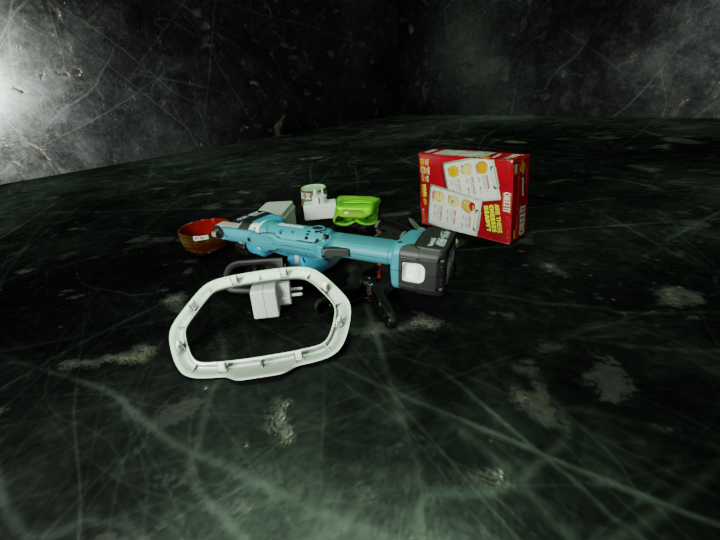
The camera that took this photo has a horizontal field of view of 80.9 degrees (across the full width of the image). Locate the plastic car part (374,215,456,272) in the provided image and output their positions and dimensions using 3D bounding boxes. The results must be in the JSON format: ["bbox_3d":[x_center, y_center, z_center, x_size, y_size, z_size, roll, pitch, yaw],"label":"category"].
[{"bbox_3d":[0.084,-0.041,0.768,0.066,0.064,0.214,-29,32,-25],"label":"plastic car part"}]

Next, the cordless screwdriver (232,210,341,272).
[{"bbox_3d":[-0.137,-0.062,0.858,0.263,0.072,0.154,21,35,39],"label":"cordless screwdriver"}]

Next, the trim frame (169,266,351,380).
[{"bbox_3d":[-0.136,0.066,0.574,0.247,0.026,0.191,-8,47,-3],"label":"trim frame"}]

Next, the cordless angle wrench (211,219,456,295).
[{"bbox_3d":[-0.068,-0.044,0.695,0.440,0.072,0.096,10,28,24],"label":"cordless angle wrench"}]

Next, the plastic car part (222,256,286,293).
[{"bbox_3d":[-0.175,0.004,0.740,0.120,0.065,0.070,-1,13,18],"label":"plastic car part"}]
